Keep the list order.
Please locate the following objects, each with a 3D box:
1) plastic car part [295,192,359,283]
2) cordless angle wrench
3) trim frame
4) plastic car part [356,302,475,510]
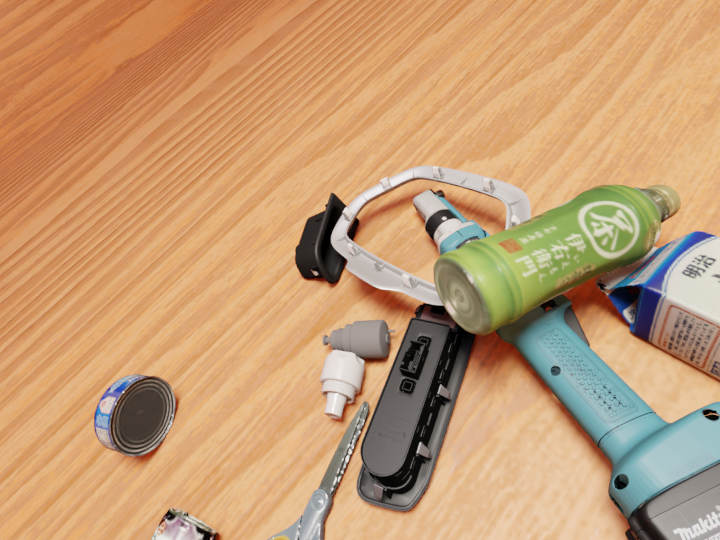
[{"bbox_3d":[-0.057,-0.037,0.580,0.074,0.062,0.118,-10,50,40],"label":"plastic car part"},{"bbox_3d":[0.152,0.036,0.395,0.098,0.070,0.445,-30,42,1],"label":"cordless angle wrench"},{"bbox_3d":[0.065,-0.052,0.477,0.183,0.026,0.263,-46,42,-10],"label":"trim frame"},{"bbox_3d":[0.052,0.111,0.390,0.069,0.064,0.204,11,61,26],"label":"plastic car part"}]
